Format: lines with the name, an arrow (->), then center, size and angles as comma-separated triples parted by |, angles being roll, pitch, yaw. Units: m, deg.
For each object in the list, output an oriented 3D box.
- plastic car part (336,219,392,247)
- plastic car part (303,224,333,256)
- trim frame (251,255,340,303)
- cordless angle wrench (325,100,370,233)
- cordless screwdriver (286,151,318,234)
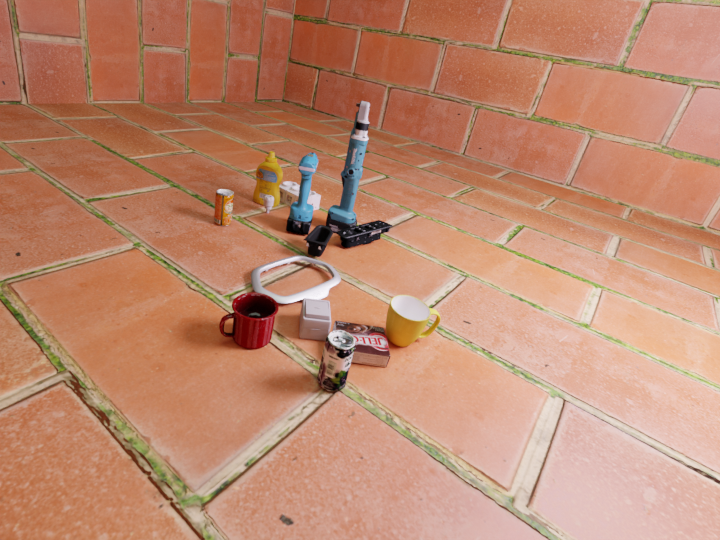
plastic car part -> 0.007, -0.115, 1.349 | 0.195, 0.066, 0.070 | -14, 37, -38
plastic car part -> -0.121, -0.079, 1.236 | 0.067, 0.070, 0.116 | 16, 28, 8
trim frame -> -0.165, 0.021, 1.082 | 0.194, 0.027, 0.239 | 31, 35, 34
cordless angle wrench -> -0.026, -0.317, 1.339 | 0.100, 0.416, 0.074 | 19, 27, 11
cordless screwdriver -> -0.176, -0.249, 1.345 | 0.074, 0.244, 0.162 | 11, 27, -4
